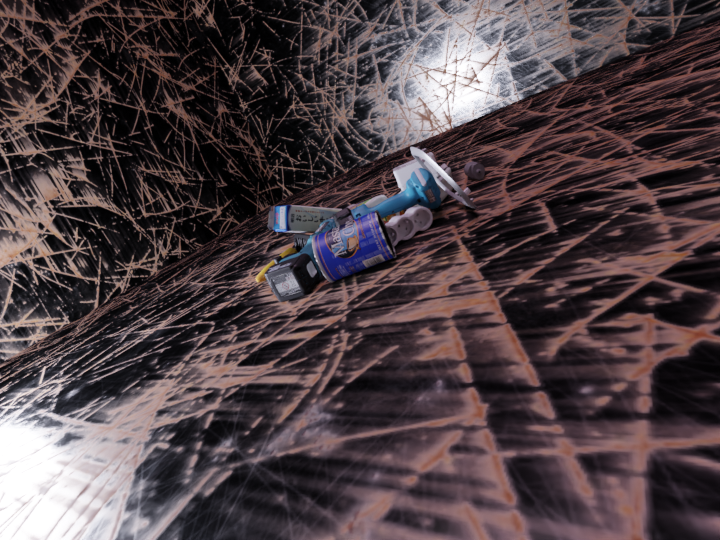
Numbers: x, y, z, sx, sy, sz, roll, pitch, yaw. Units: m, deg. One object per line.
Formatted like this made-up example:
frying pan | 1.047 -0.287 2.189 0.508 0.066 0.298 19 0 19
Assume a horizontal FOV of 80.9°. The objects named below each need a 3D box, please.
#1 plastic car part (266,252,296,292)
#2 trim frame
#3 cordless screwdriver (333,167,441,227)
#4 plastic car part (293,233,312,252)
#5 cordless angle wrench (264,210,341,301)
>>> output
plastic car part | -0.183 -0.005 1.028 0.068 0.070 0.114 -17 15 36
trim frame | 0.180 -0.203 0.918 0.028 0.180 0.253 -43 13 9
cordless screwdriver | 0.071 -0.134 0.999 0.252 0.077 0.151 -28 -27 14
plastic car part | -0.149 -0.080 1.218 0.065 0.065 0.211 -21 13 -22
cordless angle wrench | -0.103 -0.067 1.055 0.101 0.072 0.422 -19 21 24
